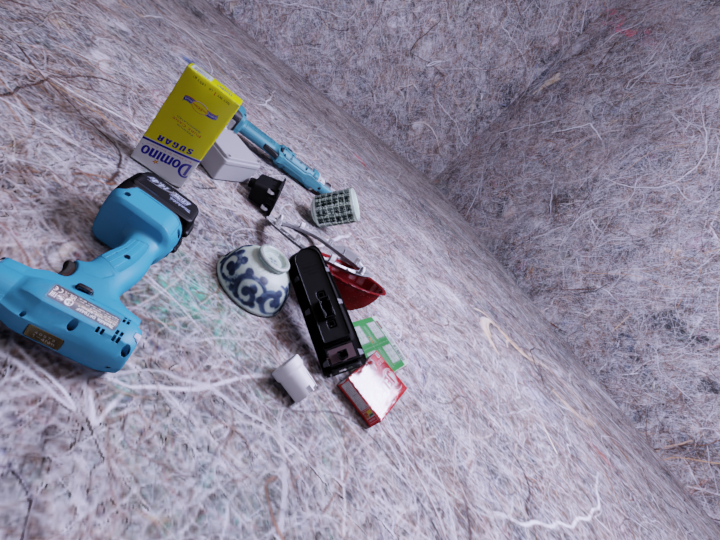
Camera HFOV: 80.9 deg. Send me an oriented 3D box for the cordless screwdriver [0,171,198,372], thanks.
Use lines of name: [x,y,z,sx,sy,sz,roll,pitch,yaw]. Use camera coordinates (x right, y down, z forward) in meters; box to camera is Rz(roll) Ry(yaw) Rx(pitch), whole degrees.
cordless screwdriver: [-0.274,-0.025,0.443,0.153,0.075,0.256,34,27,-23]

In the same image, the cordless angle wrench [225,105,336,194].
cordless angle wrench: [-0.198,-0.289,1.082,0.402,0.075,0.102,34,24,-30]

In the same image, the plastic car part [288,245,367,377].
plastic car part: [-0.058,0.048,0.625,0.065,0.066,0.211,76,-8,-64]

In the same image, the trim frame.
trim frame: [-0.078,-0.051,0.798,0.174,0.027,0.263,20,10,-43]

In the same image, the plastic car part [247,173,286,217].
plastic car part: [-0.198,-0.167,0.872,0.069,0.066,0.120,23,23,-14]
